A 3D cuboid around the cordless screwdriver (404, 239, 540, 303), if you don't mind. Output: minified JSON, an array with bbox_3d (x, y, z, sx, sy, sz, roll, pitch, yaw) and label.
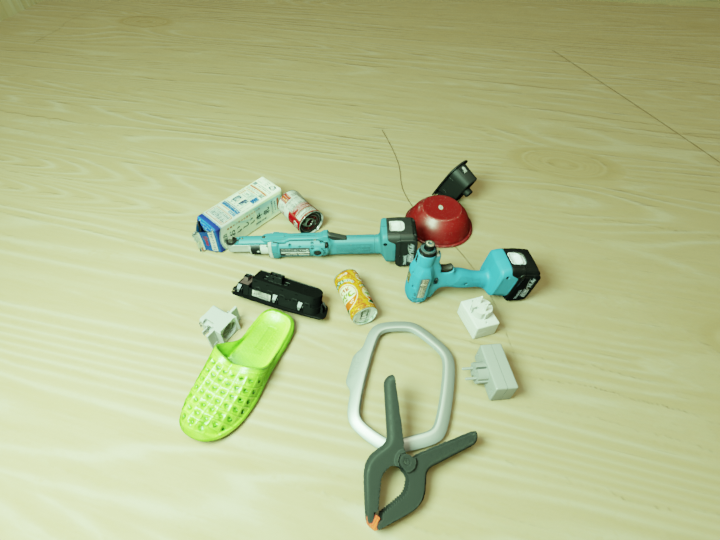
[{"bbox_3d":[0.219,-0.004,0.831,0.247,0.154,0.077,-2,49,-4],"label":"cordless screwdriver"}]

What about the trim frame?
[{"bbox_3d":[0.069,0.195,0.747,0.188,0.027,0.252,11,52,10],"label":"trim frame"}]

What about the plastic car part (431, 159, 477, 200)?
[{"bbox_3d":[0.243,-0.210,1.048,0.065,0.117,0.072,-33,82,-26],"label":"plastic car part"}]

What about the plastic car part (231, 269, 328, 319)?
[{"bbox_3d":[-0.157,0.042,0.862,0.208,0.066,0.065,20,21,13],"label":"plastic car part"}]

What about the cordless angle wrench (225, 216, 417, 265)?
[{"bbox_3d":[-0.092,-0.060,0.943,0.428,0.094,0.076,-1,49,6],"label":"cordless angle wrench"}]
